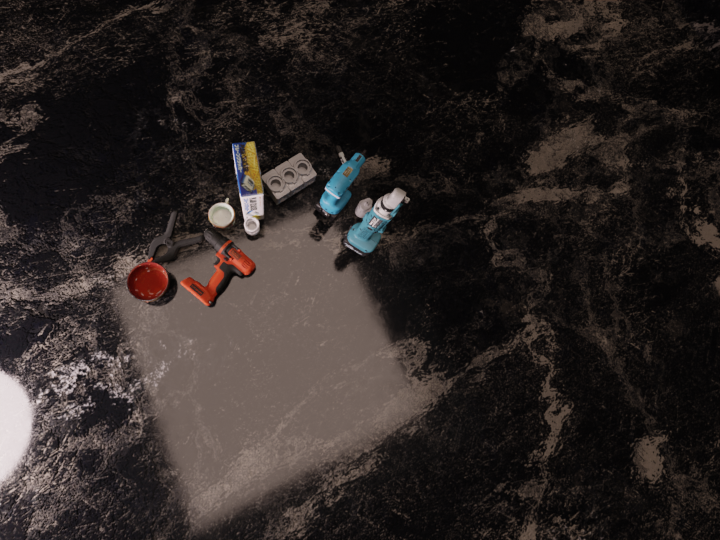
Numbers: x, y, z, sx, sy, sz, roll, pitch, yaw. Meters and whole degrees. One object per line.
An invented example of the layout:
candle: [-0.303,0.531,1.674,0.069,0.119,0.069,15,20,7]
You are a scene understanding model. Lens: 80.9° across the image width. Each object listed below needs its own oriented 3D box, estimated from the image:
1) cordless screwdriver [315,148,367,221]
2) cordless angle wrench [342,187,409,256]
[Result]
cordless screwdriver: [-0.053,-0.245,1.228,0.074,0.249,0.159,37,74,-3]
cordless angle wrench: [0.040,-0.130,1.119,0.098,0.424,0.074,33,74,-4]
